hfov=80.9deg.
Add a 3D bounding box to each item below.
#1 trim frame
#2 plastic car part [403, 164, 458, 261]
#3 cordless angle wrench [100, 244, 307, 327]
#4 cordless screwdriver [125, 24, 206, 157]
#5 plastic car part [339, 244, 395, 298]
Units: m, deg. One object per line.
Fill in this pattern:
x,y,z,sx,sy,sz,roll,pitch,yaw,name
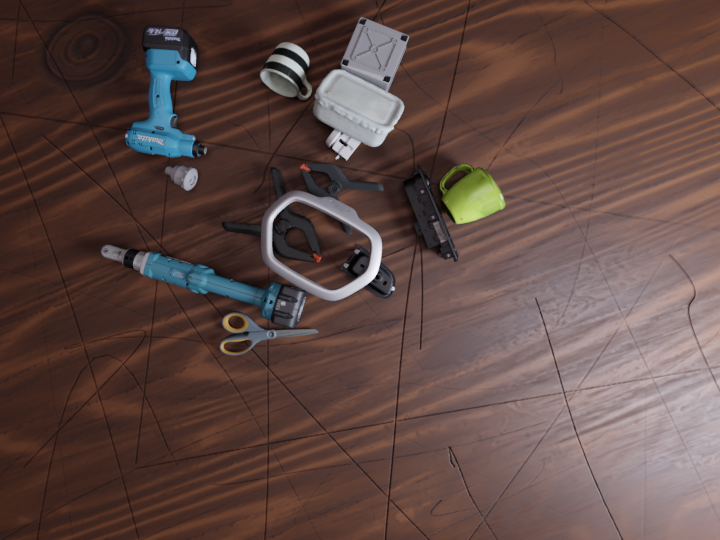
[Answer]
-0.080,-0.052,0.815,0.254,0.027,0.184,28,88,11,trim frame
0.137,-0.110,0.847,0.069,0.064,0.203,-18,90,25,plastic car part
-0.319,0.016,0.839,0.427,0.097,0.074,16,87,5,cordless angle wrench
-0.377,-0.355,0.860,0.159,0.074,0.248,10,93,0,cordless screwdriver
0.024,0.007,0.838,0.118,0.070,0.066,38,90,4,plastic car part
